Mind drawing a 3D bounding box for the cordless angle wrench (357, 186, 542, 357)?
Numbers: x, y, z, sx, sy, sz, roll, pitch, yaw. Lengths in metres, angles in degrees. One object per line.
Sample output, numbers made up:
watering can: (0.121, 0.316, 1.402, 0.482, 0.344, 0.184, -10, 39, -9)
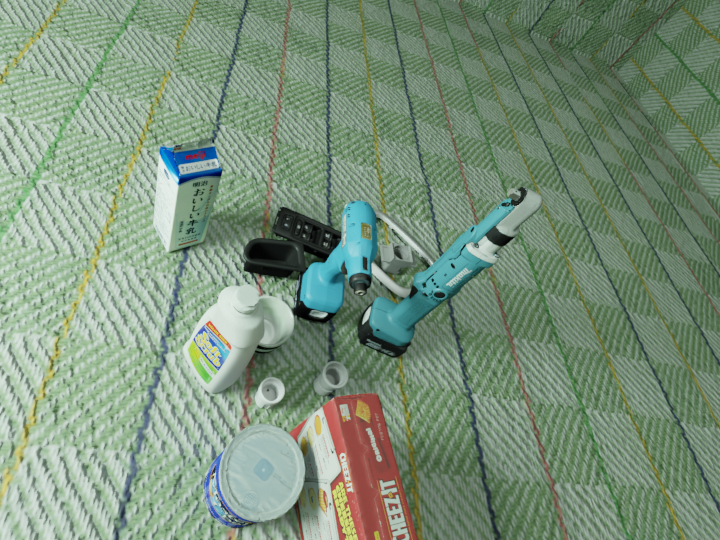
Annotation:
cordless angle wrench: (0.124, 0.018, 0.667, 0.096, 0.424, 0.075, 27, 50, -10)

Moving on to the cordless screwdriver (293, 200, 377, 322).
cordless screwdriver: (-0.042, 0.016, 0.707, 0.072, 0.249, 0.164, 15, 52, -19)

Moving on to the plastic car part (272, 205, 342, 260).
plastic car part: (-0.084, -0.055, 0.862, 0.199, 0.067, 0.068, 20, 51, -11)

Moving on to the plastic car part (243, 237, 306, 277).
plastic car part: (-0.169, -0.016, 0.792, 0.112, 0.071, 0.068, 5, 55, -22)

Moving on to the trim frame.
trim frame: (0.074, -0.040, 0.948, 0.253, 0.027, 0.181, 42, 50, 9)
